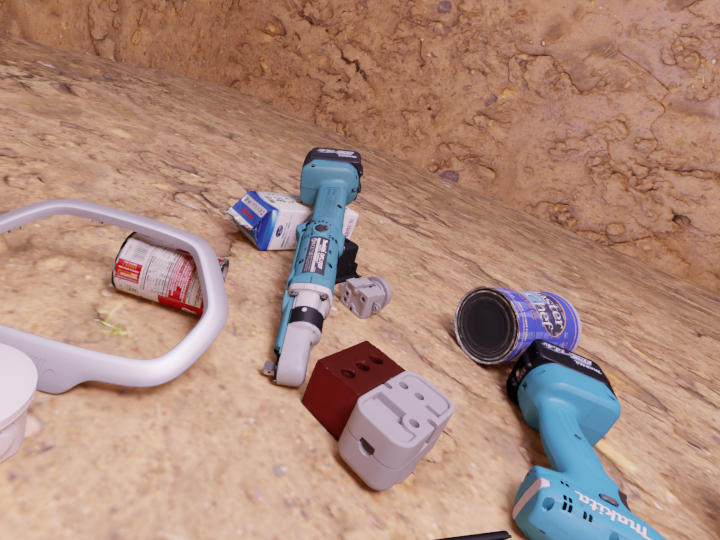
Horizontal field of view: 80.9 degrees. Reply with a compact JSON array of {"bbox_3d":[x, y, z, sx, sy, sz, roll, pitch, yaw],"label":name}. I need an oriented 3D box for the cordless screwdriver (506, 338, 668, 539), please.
[{"bbox_3d":[0.230,0.180,0.411,0.162,0.073,0.247,24,26,8],"label":"cordless screwdriver"}]

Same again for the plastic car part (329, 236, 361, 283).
[{"bbox_3d":[-0.043,-0.023,0.651,0.069,0.070,0.112,32,21,26],"label":"plastic car part"}]

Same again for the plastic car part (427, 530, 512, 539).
[{"bbox_3d":[-0.005,0.184,0.226,0.196,0.066,0.069,13,49,-21],"label":"plastic car part"}]

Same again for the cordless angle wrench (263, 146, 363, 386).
[{"bbox_3d":[-0.054,-0.036,0.556,0.098,0.072,0.433,5,40,0],"label":"cordless angle wrench"}]

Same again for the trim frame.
[{"bbox_3d":[-0.238,0.012,0.370,0.246,0.027,0.188,16,45,-5],"label":"trim frame"}]
